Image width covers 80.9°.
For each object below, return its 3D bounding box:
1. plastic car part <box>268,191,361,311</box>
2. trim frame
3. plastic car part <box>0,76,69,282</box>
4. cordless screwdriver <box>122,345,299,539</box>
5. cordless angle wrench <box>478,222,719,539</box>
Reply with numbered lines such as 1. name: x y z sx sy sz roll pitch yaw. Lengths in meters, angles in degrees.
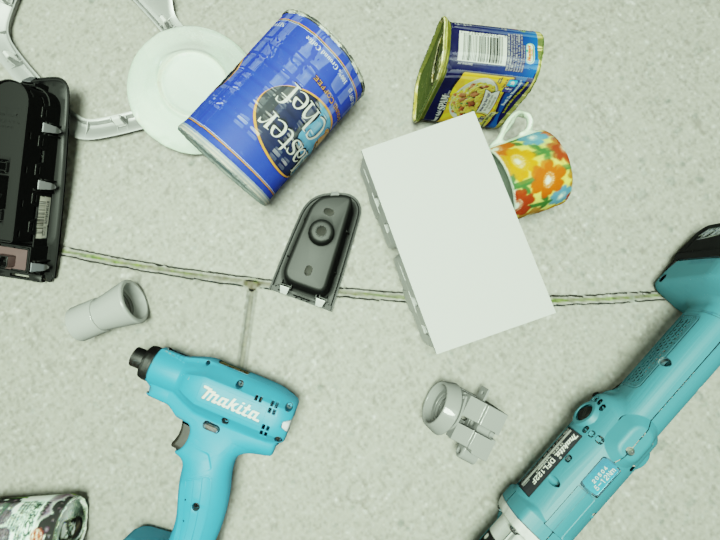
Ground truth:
1. plastic car part: -0.038 -0.025 0.391 0.066 0.071 0.116 19 88 -1
2. trim frame: -0.284 -0.249 0.445 0.184 0.027 0.252 -42 83 -4
3. plastic car part: -0.328 -0.091 0.402 0.067 0.066 0.203 8 89 9
4. cordless screwdriver: -0.170 0.199 0.372 0.160 0.073 0.249 20 81 3
5. cordless angle wrench: 0.212 0.137 0.359 0.075 0.097 0.423 41 90 5
